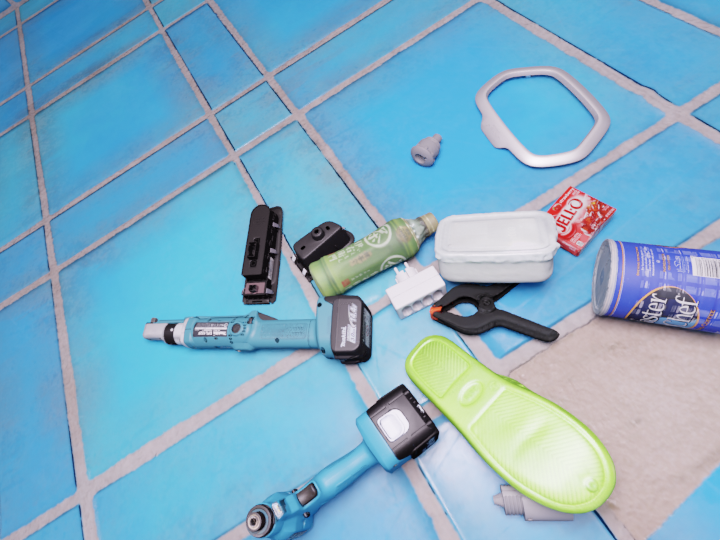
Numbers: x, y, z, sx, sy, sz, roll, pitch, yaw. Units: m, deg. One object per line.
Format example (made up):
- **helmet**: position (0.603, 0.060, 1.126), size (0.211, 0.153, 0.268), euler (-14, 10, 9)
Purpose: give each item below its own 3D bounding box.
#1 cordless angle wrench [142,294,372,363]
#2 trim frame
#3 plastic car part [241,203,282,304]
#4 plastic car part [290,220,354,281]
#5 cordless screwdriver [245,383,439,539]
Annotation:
- **cordless angle wrench**: position (-0.195, 0.103, 0.713), size (0.435, 0.071, 0.100), euler (-4, 63, 19)
- **trim frame**: position (0.316, -0.282, 0.758), size (0.185, 0.026, 0.259), euler (-24, 61, 5)
- **plastic car part**: position (-0.188, -0.041, 0.789), size (0.068, 0.063, 0.208), euler (-9, 59, 20)
- **plastic car part**: position (-0.073, -0.048, 0.745), size (0.116, 0.067, 0.069), euler (-40, 62, -1)
- **cordless screwdriver**: position (-0.021, 0.247, 0.529), size (0.248, 0.152, 0.078), euler (-36, 61, -4)
